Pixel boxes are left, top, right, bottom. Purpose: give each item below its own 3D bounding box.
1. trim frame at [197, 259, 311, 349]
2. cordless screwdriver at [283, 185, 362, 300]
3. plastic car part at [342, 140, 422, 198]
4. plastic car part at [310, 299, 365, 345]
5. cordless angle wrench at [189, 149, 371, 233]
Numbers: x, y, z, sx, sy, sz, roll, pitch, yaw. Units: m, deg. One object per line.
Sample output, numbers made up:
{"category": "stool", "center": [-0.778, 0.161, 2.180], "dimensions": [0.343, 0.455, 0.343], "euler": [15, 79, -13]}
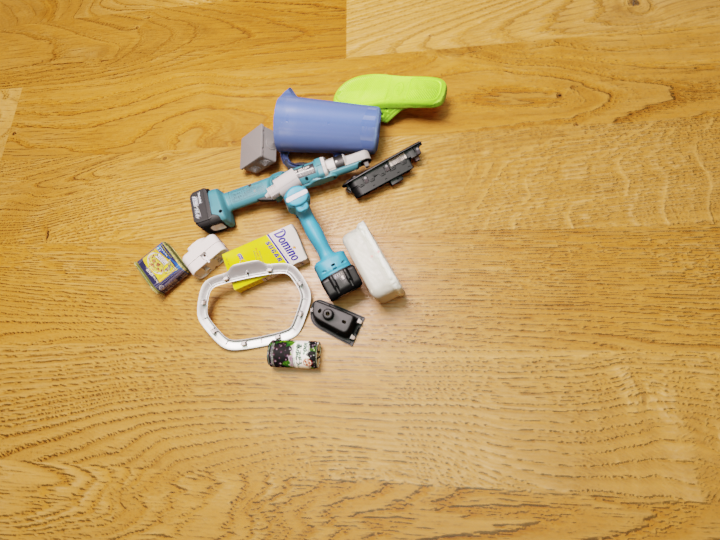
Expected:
{"category": "trim frame", "center": [-0.229, 0.073, 0.907], "dimensions": [0.249, 0.027, 0.185], "euler": [-11, 87, 2]}
{"category": "cordless screwdriver", "center": [-0.089, -0.058, 0.913], "dimensions": [0.074, 0.159, 0.251], "euler": [-28, 87, -7]}
{"category": "plastic car part", "center": [0.053, -0.223, 0.973], "dimensions": [0.203, 0.067, 0.066], "euler": [-25, 98, -1]}
{"category": "plastic car part", "center": [-0.057, 0.099, 0.877], "dimensions": [0.119, 0.069, 0.066], "euler": [24, 76, 11]}
{"category": "cordless angle wrench", "center": [-0.181, -0.196, 0.975], "dimensions": [0.426, 0.072, 0.101], "euler": [-18, 72, 7]}
